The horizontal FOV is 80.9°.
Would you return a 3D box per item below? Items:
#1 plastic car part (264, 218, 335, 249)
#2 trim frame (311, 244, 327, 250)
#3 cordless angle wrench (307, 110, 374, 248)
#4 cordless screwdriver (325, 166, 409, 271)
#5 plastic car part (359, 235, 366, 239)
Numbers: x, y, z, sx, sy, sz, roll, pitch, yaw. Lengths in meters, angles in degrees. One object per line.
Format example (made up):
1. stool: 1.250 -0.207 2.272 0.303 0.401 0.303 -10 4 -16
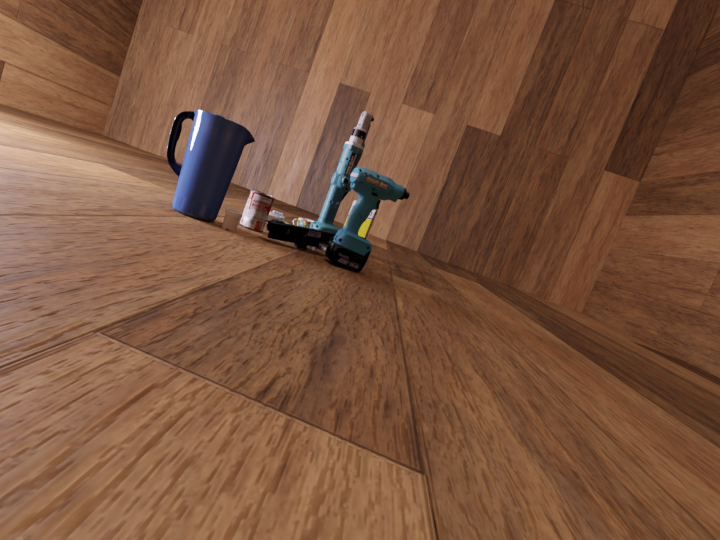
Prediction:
1. plastic car part: -0.164 -0.093 1.091 0.192 0.067 0.070 14 10 -41
2. trim frame: -0.123 -0.080 1.257 0.178 0.027 0.258 17 8 -22
3. cordless angle wrench: -0.054 -0.266 1.254 0.093 0.421 0.078 17 7 -34
4. cordless screwdriver: 0.018 -0.120 1.063 0.154 0.248 0.077 18 7 -21
5. plastic car part: -0.043 -0.092 1.382 0.062 0.071 0.123 14 10 -45
